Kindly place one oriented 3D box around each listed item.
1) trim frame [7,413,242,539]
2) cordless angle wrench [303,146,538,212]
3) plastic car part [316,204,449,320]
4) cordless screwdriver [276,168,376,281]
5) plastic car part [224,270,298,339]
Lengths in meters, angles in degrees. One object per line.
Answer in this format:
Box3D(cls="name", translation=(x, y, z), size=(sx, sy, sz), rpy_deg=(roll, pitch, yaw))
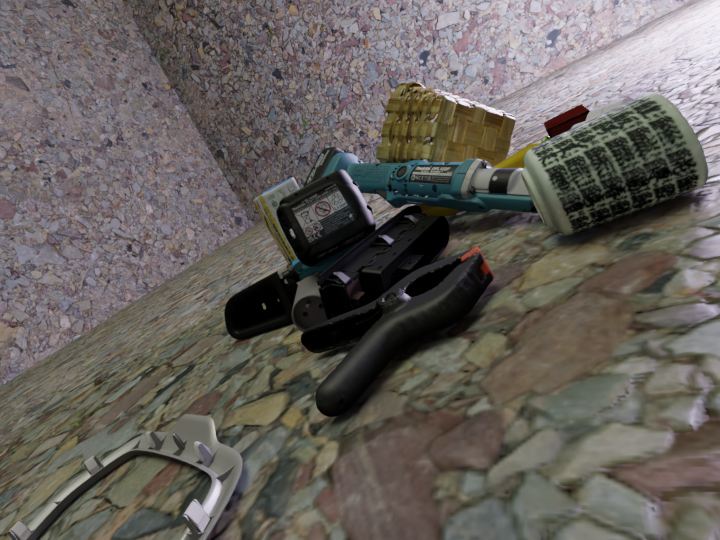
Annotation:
Box3D(cls="trim frame", translation=(-0.182, 0.174, 0.297), size=(0.257, 0.027, 0.181), rpy_deg=(-17, 18, 44))
Box3D(cls="cordless angle wrench", translation=(0.069, -0.115, 0.563), size=(0.446, 0.070, 0.098), rpy_deg=(19, 80, 52))
Box3D(cls="plastic car part", translation=(0.039, -0.015, 0.446), size=(0.070, 0.064, 0.200), rpy_deg=(-6, 26, 38))
Box3D(cls="cordless screwdriver", translation=(-0.055, -0.036, 0.558), size=(0.159, 0.075, 0.244), rpy_deg=(-29, -7, 1))
Box3D(cls="plastic car part", translation=(-0.123, 0.045, 0.569), size=(0.120, 0.066, 0.068), rpy_deg=(-24, -2, 32))
